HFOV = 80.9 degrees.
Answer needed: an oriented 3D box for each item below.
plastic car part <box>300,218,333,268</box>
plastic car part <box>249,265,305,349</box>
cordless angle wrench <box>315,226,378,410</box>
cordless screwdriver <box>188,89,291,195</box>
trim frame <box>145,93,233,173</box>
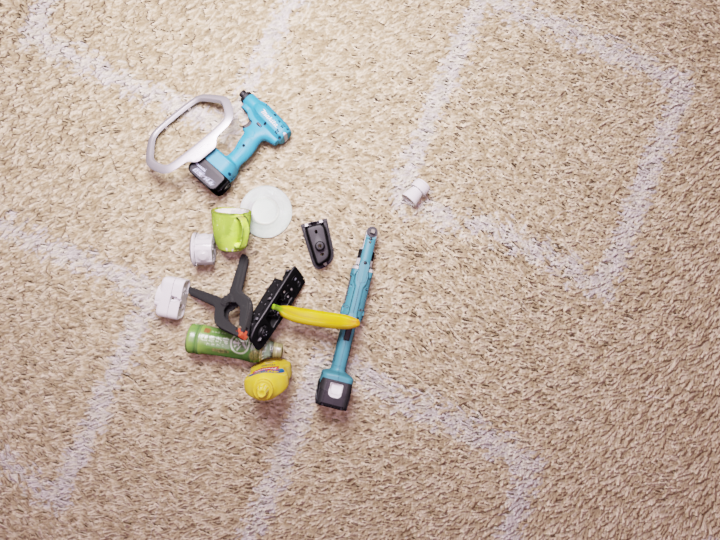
[{"bbox_3d":[-0.098,-0.064,1.004,0.066,0.070,0.117,-15,86,-2],"label":"plastic car part"},{"bbox_3d":[-0.206,0.081,0.975,0.070,0.063,0.204,13,60,23],"label":"plastic car part"},{"bbox_3d":[-0.020,0.101,0.993,0.074,0.098,0.425,14,83,-3],"label":"cordless angle wrench"},{"bbox_3d":[-0.305,-0.308,1.016,0.248,0.074,0.160,-44,87,-6],"label":"cordless screwdriver"},{"bbox_3d":[-0.407,-0.327,1.002,0.248,0.026,0.193,-40,59,-4],"label":"trim frame"}]
